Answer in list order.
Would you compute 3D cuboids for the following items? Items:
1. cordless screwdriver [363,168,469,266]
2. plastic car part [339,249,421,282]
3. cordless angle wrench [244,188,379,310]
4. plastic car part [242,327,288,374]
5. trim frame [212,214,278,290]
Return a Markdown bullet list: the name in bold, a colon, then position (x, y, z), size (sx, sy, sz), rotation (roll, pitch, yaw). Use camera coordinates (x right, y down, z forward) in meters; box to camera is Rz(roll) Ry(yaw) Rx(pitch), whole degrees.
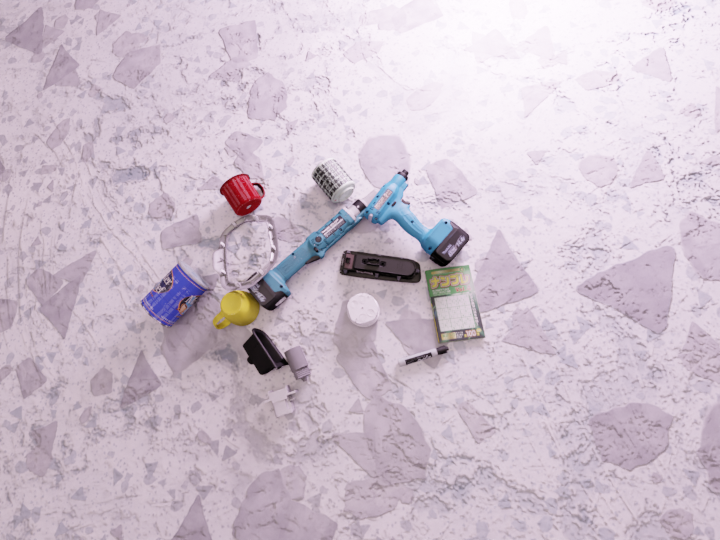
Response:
- **cordless screwdriver**: position (0.151, -0.133, 1.048), size (0.254, 0.073, 0.159), rotation (35, 81, 11)
- **plastic car part**: position (0.051, -0.014, 1.050), size (0.206, 0.065, 0.067), rotation (9, 69, 8)
- **cordless angle wrench**: position (-0.106, -0.069, 1.085), size (0.421, 0.073, 0.101), rotation (-42, 77, -7)
- **plastic car part**: position (-0.243, 0.207, 1.033), size (0.071, 0.063, 0.121), rotation (-46, 70, 8)
- **trim frame**: position (-0.297, -0.055, 1.086), size (0.186, 0.026, 0.259), rotation (-23, 52, 10)
